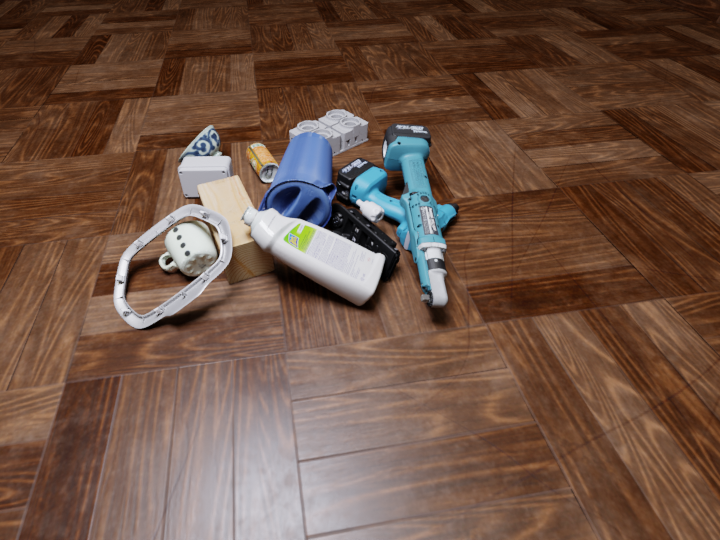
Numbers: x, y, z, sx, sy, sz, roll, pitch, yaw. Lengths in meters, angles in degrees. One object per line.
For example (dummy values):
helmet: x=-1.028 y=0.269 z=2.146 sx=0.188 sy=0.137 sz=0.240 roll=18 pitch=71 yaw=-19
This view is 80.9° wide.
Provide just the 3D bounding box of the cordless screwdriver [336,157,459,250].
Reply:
cordless screwdriver: x=0.075 y=-0.153 z=0.901 sx=0.156 sy=0.072 sz=0.261 roll=-34 pitch=58 yaw=-29

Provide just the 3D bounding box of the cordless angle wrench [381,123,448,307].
cordless angle wrench: x=0.111 y=-0.117 z=0.793 sx=0.097 sy=0.073 sz=0.437 roll=1 pitch=53 yaw=-8

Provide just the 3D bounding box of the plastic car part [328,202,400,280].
plastic car part: x=0.009 y=-0.070 z=0.826 sx=0.065 sy=0.065 sz=0.214 roll=-22 pitch=48 yaw=-35

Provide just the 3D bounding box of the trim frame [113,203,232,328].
trim frame: x=-0.327 y=-0.012 z=0.725 sx=0.249 sy=0.026 sz=0.192 roll=-35 pitch=64 yaw=2

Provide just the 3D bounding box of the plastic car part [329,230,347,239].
plastic car part: x=-0.080 y=-0.052 z=0.817 sx=0.119 sy=0.064 sz=0.071 roll=6 pitch=30 yaw=10
